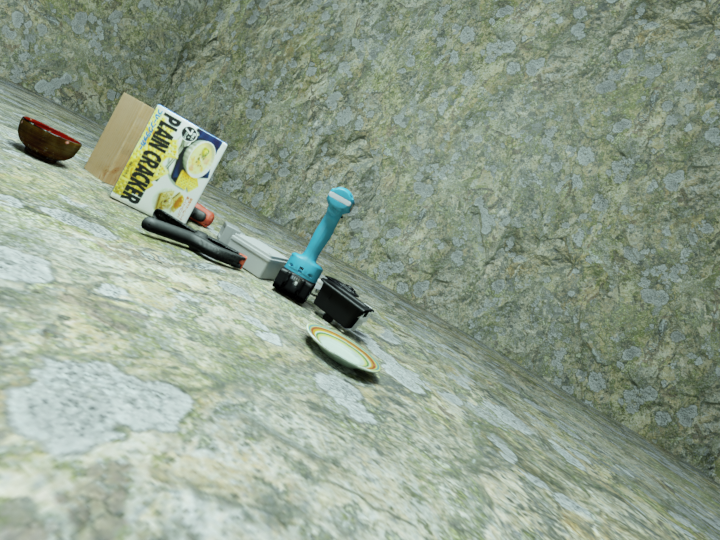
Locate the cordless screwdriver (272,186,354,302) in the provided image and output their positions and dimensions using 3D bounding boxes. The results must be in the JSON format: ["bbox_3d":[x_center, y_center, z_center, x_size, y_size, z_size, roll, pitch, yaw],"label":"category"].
[{"bbox_3d":[-0.088,-0.057,0.897,0.075,0.248,0.158,30,3,0],"label":"cordless screwdriver"}]

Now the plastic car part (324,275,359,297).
[{"bbox_3d":[-0.048,0.059,1.031,0.068,0.067,0.197,30,4,12],"label":"plastic car part"}]

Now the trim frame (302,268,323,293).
[{"bbox_3d":[-0.185,0.000,1.110,0.259,0.027,0.177,31,4,22],"label":"trim frame"}]

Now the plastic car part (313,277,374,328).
[{"bbox_3d":[-0.043,0.074,0.841,0.122,0.071,0.063,31,4,24],"label":"plastic car part"}]
